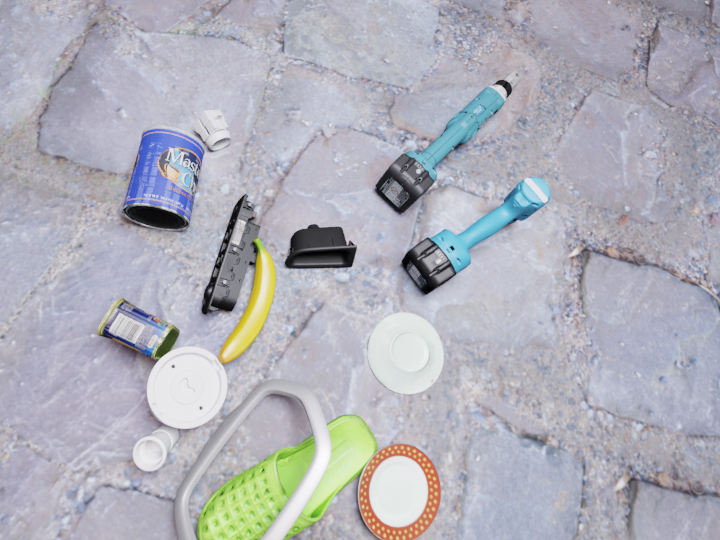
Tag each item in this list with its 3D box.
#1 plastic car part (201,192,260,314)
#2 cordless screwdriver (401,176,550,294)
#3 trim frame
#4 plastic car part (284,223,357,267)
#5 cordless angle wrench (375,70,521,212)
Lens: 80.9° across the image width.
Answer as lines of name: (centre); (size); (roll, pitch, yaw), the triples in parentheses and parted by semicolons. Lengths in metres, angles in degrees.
plastic car part: (-0.206, -0.019, 0.687); (0.064, 0.069, 0.205); (28, 65, -29)
cordless screwdriver: (0.193, -0.057, 0.727); (0.248, 0.156, 0.076); (-34, 80, -2)
trim frame: (-0.143, 0.260, 0.559); (0.194, 0.026, 0.248); (23, 68, 36)
plastic car part: (-0.070, -0.046, 0.717); (0.115, 0.064, 0.073); (0, 57, -6)
cordless angle wrench: (0.195, -0.274, 0.815); (0.075, 0.098, 0.419); (44, 67, 0)
